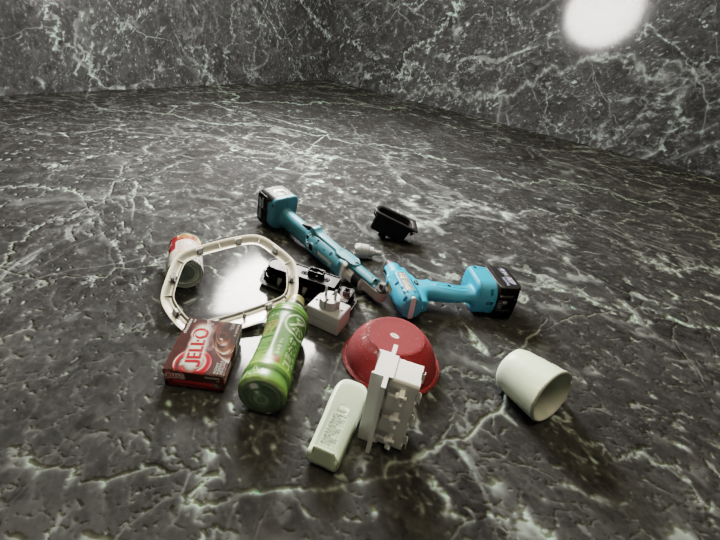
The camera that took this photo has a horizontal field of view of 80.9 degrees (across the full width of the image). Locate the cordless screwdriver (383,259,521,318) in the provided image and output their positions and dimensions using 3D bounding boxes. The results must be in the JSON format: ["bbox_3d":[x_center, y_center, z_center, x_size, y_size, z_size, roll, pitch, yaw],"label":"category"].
[{"bbox_3d":[0.173,0.028,0.850,0.245,0.072,0.165,0,31,-10],"label":"cordless screwdriver"}]

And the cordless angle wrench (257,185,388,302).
[{"bbox_3d":[-0.092,-0.060,0.945,0.072,0.096,0.447,-17,43,-37],"label":"cordless angle wrench"}]

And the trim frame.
[{"bbox_3d":[-0.231,0.020,0.763,0.242,0.027,0.191,-16,65,-22],"label":"trim frame"}]

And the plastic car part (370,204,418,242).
[{"bbox_3d":[0.075,-0.110,1.061,0.115,0.070,0.067,22,29,-7],"label":"plastic car part"}]

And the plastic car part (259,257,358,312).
[{"bbox_3d":[-0.106,0.023,0.825,0.209,0.065,0.066,14,38,17],"label":"plastic car part"}]
